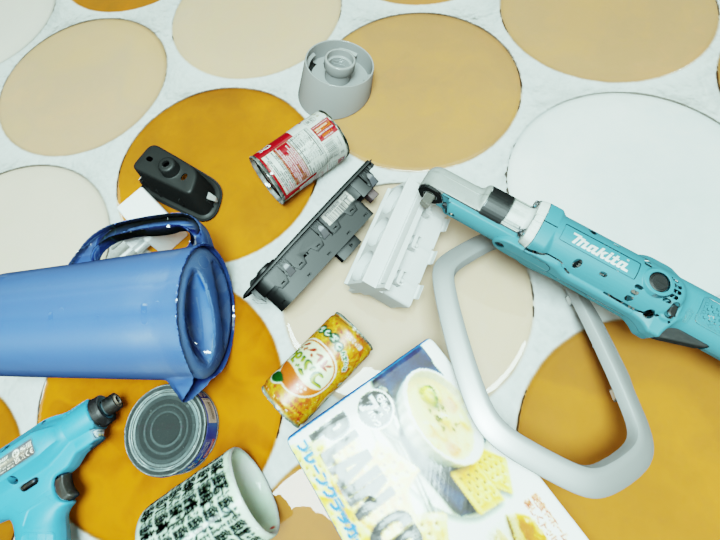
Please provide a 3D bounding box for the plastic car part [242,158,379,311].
[{"bbox_3d":[-0.046,-0.030,0.471,0.202,0.067,0.066,-44,98,-12],"label":"plastic car part"}]

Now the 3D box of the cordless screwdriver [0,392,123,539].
[{"bbox_3d":[-0.253,0.250,0.378,0.158,0.071,0.259,-35,65,-8],"label":"cordless screwdriver"}]

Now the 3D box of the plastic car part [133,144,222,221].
[{"bbox_3d":[-0.228,-0.115,0.519,0.121,0.068,0.066,27,75,18],"label":"plastic car part"}]

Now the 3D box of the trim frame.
[{"bbox_3d":[0.161,0.065,0.387,0.180,0.027,0.258,0,53,-12],"label":"trim frame"}]

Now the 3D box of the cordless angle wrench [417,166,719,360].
[{"bbox_3d":[0.244,0.019,0.372,0.431,0.073,0.098,31,75,10],"label":"cordless angle wrench"}]
